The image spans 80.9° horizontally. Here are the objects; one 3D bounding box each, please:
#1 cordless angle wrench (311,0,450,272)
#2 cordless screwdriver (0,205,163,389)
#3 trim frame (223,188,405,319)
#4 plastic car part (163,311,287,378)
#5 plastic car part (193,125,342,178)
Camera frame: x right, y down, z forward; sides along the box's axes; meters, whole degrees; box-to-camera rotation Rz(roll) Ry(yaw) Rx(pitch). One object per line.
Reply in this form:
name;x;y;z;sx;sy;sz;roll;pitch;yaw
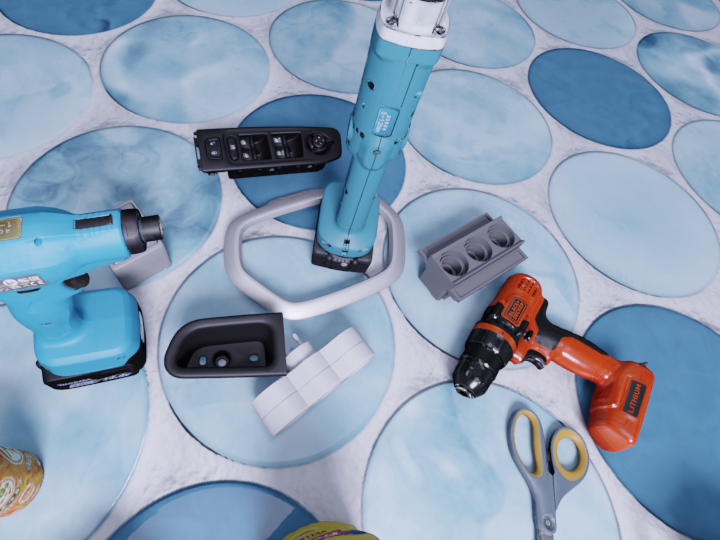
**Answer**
cordless angle wrench;0.015;-0.128;0.387;0.074;0.417;0.100;10;61;-8
cordless screwdriver;-0.234;0.028;0.364;0.156;0.245;0.077;-10;66;-17
trim frame;-0.054;-0.035;0.550;0.243;0.027;0.191;-21;65;-18
plastic car part;-0.139;0.088;0.444;0.115;0.070;0.068;-3;62;-11
plastic car part;-0.123;-0.159;0.589;0.199;0.066;0.069;-10;64;-14
